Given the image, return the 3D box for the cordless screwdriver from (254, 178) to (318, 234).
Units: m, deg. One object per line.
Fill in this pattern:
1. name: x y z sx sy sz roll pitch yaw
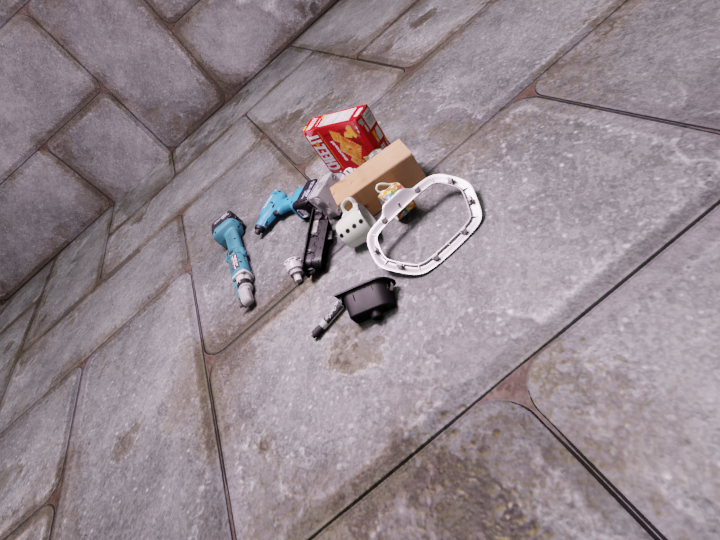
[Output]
1. cordless screwdriver: -0.208 -0.176 1.225 0.261 0.070 0.160 -1 54 45

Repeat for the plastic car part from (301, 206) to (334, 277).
1. plastic car part: -0.102 -0.067 1.044 0.068 0.063 0.207 2 50 11

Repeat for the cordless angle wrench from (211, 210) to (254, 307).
1. cordless angle wrench: -0.361 -0.037 1.231 0.098 0.070 0.445 -39 40 4

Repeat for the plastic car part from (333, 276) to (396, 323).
1. plastic car part: 0.018 0.064 0.817 0.119 0.062 0.073 -23 56 19

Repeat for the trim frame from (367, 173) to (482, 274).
1. trim frame: 0.124 -0.098 0.857 0.248 0.026 0.194 -44 54 2
